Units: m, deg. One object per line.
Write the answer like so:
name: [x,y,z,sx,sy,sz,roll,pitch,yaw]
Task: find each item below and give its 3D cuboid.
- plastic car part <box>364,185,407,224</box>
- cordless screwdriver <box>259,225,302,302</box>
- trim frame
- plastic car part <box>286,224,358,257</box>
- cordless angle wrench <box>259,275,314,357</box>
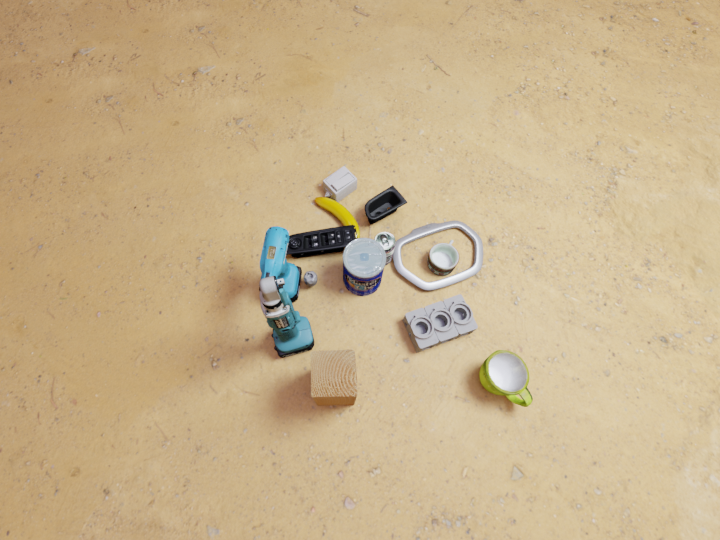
plastic car part: [0.059,-0.168,1.160,0.115,0.069,0.068,-33,70,-12]
cordless screwdriver: [-0.193,0.019,0.994,0.075,0.243,0.162,6,67,1]
trim frame: [0.207,-0.046,1.119,0.247,0.027,0.191,-21,66,-6]
plastic car part: [-0.110,-0.072,1.128,0.203,0.065,0.068,-7,67,0]
cordless angle wrench: [-0.158,0.097,0.864,0.097,0.413,0.077,-14,69,-7]
